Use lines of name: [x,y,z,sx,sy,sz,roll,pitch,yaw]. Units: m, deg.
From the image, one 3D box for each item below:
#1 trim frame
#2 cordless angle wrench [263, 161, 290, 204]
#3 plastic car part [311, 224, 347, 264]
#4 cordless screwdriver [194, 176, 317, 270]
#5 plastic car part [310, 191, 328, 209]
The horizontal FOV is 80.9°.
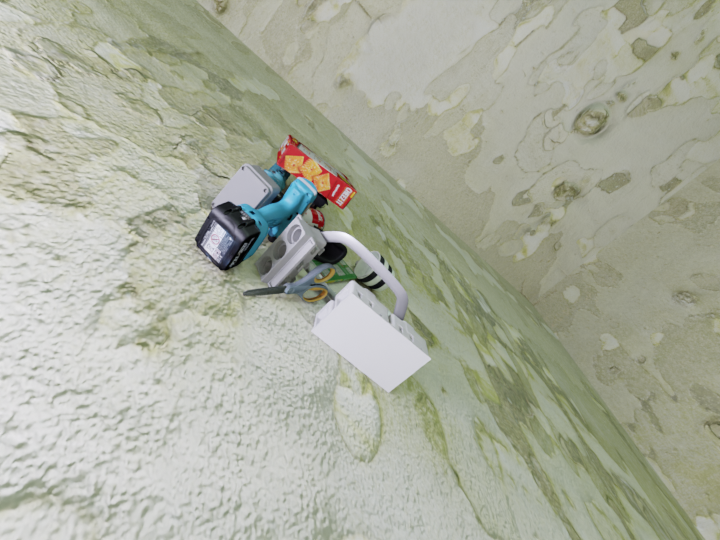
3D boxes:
trim frame: [-0.016,0.022,0.810,0.247,0.187,0.027,45,46,-3]
cordless angle wrench: [-0.221,-0.233,1.081,0.095,0.075,0.431,39,17,-16]
plastic car part: [-0.094,-0.061,0.958,0.110,0.066,0.075,29,8,-40]
cordless screwdriver: [-0.184,-0.075,0.761,0.075,0.160,0.244,44,35,3]
plastic car part: [-0.134,-0.212,1.206,0.064,0.067,0.208,31,18,-17]
